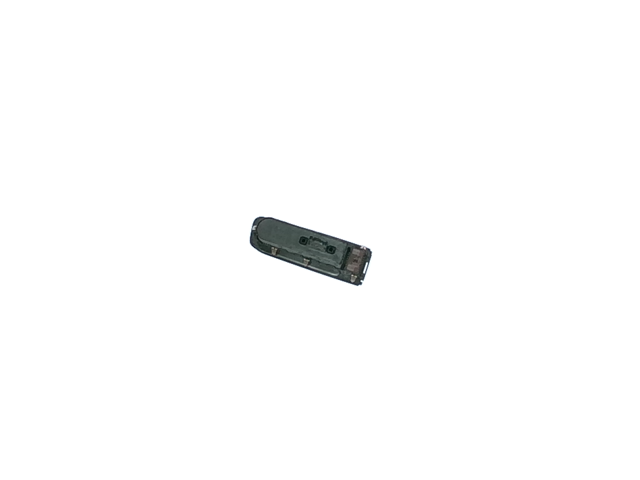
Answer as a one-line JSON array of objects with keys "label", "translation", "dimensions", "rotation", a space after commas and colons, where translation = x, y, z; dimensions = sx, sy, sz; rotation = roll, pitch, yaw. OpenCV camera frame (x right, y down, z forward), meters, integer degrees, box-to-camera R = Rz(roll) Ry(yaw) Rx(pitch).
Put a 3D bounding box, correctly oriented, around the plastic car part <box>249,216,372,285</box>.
[{"label": "plastic car part", "translation": [-0.021, 0.010, 0.676], "dimensions": [0.203, 0.066, 0.067], "rotation": [17, -9, 7]}]
